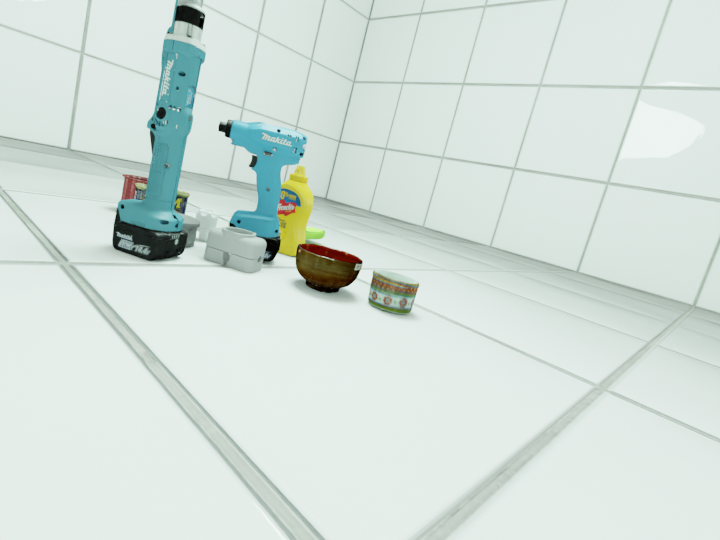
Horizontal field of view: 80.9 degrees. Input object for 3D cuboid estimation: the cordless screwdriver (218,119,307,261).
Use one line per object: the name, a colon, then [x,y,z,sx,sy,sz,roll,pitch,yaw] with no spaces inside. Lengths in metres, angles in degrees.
cordless screwdriver: [-0.201,-0.148,0.780,0.156,0.247,0.076,13,9,-10]

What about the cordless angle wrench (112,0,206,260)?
cordless angle wrench: [-0.282,-0.228,0.631,0.101,0.420,0.073,17,9,14]
